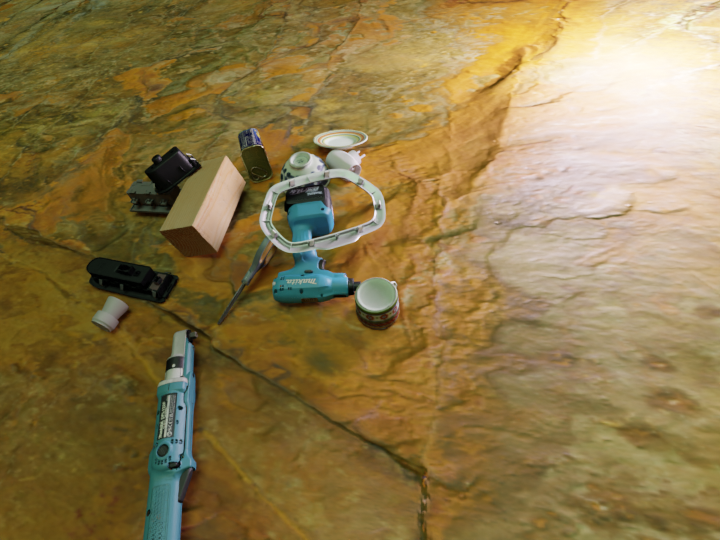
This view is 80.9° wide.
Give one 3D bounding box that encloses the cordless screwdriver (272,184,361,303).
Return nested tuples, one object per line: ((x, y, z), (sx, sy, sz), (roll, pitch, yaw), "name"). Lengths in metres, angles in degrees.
((-0.080, -0.052, 0.820), (0.161, 0.071, 0.256), (-4, 56, 5), "cordless screwdriver")

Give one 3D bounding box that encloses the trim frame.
((-0.071, -0.118, 0.808), (0.244, 0.027, 0.191), (-16, 63, -15), "trim frame")

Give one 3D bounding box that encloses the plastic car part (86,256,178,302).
((-0.480, 0.013, 0.862), (0.210, 0.064, 0.067), (7, 62, 20), "plastic car part")

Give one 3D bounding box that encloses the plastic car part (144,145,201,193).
((-0.423, -0.228, 0.932), (0.116, 0.067, 0.070), (-39, 44, -9), "plastic car part")

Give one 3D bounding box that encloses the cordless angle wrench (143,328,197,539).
((-0.274, 0.272, 0.616), (0.098, 0.071, 0.441), (-15, 50, -1), "cordless angle wrench")
